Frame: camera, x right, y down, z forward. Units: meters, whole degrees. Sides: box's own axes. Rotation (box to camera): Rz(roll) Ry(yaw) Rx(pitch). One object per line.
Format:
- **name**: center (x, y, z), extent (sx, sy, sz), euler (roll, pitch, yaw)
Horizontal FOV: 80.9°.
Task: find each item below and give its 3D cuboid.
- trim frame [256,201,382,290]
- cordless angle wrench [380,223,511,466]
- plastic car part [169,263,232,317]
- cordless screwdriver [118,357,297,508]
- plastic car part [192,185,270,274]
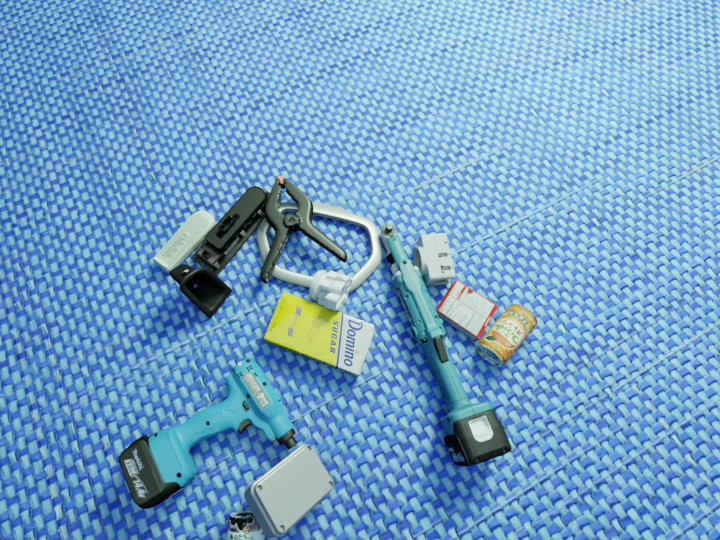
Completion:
- **trim frame**: center (-0.081, -0.053, 0.826), extent (0.251, 0.027, 0.186), euler (11, 69, 6)
- **cordless angle wrench**: center (0.118, 0.103, 0.738), extent (0.073, 0.095, 0.438), euler (-16, 65, -10)
- **plastic car part**: center (-0.295, 0.023, 0.755), extent (0.075, 0.111, 0.066), euler (23, 67, 30)
- **cordless screwdriver**: center (-0.233, 0.274, 0.669), extent (0.245, 0.073, 0.164), euler (-34, 73, -18)
- **plastic car part**: center (-0.245, -0.093, 0.824), extent (0.068, 0.065, 0.202), euler (31, 68, 16)
